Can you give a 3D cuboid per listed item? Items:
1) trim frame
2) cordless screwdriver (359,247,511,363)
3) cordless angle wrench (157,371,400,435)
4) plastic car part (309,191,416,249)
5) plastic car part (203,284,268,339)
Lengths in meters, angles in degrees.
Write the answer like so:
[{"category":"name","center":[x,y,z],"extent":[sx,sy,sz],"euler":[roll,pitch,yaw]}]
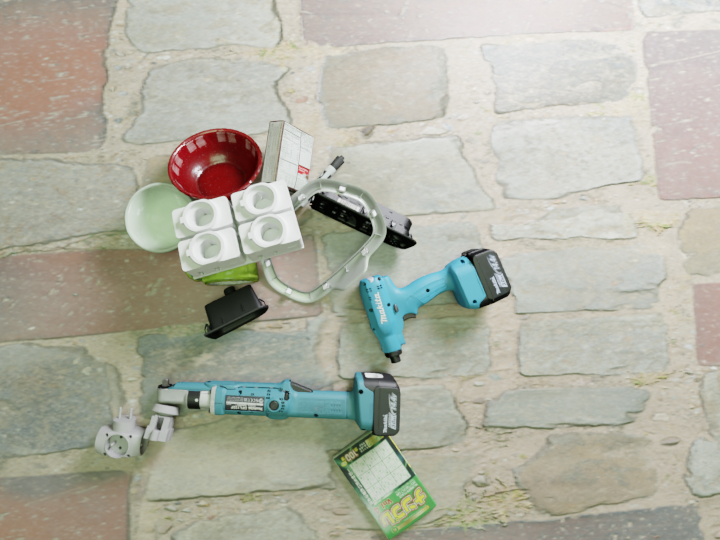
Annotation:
[{"category":"trim frame","center":[-0.072,-0.047,0.739],"extent":[0.250,0.028,0.181],"euler":[-42,98,15]},{"category":"cordless screwdriver","center":[0.135,0.059,0.756],"extent":[0.249,0.074,0.159],"euler":[-17,89,2]},{"category":"cordless angle wrench","center":[-0.147,0.227,0.744],"extent":[0.424,0.074,0.098],"euler":[2,89,1]},{"category":"plastic car part","center":[0.010,-0.100,0.768],"extent":[0.203,0.066,0.067],"euler":[29,62,1]},{"category":"plastic car part","center":[-0.229,0.066,0.756],"extent":[0.116,0.065,0.073],"euler":[-30,77,-6]}]
